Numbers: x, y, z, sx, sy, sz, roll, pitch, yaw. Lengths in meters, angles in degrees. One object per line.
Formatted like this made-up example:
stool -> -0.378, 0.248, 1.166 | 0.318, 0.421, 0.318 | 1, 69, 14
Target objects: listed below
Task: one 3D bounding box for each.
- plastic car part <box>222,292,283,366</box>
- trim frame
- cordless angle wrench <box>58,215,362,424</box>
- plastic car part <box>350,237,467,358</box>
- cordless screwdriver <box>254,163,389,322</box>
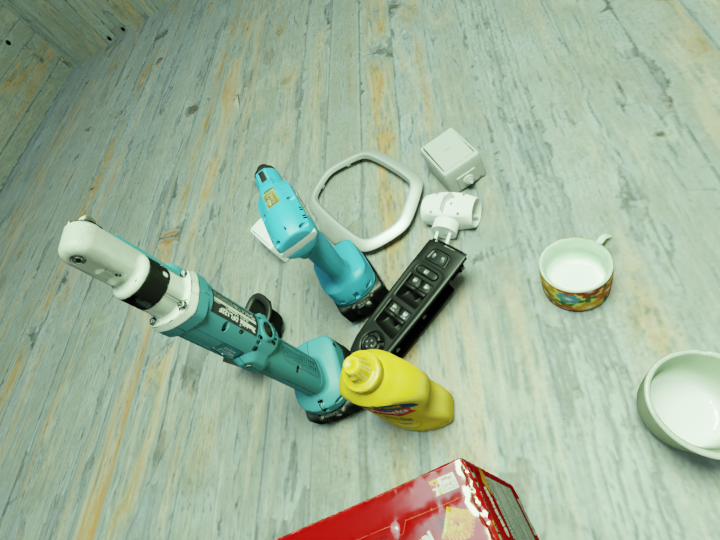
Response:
plastic car part -> -0.156, 0.103, 0.672 | 0.069, 0.067, 0.117 | 5, 65, 33
trim frame -> 0.000, -0.129, 0.747 | 0.184, 0.026, 0.263 | -46, 49, -1
cordless angle wrench -> -0.119, 0.072, 0.447 | 0.075, 0.399, 0.102 | -27, 51, 13
plastic car part -> 0.064, 0.055, 0.569 | 0.203, 0.063, 0.070 | -49, 49, -4
cordless screwdriver -> -0.057, -0.038, 0.587 | 0.075, 0.235, 0.167 | -36, 50, 6
